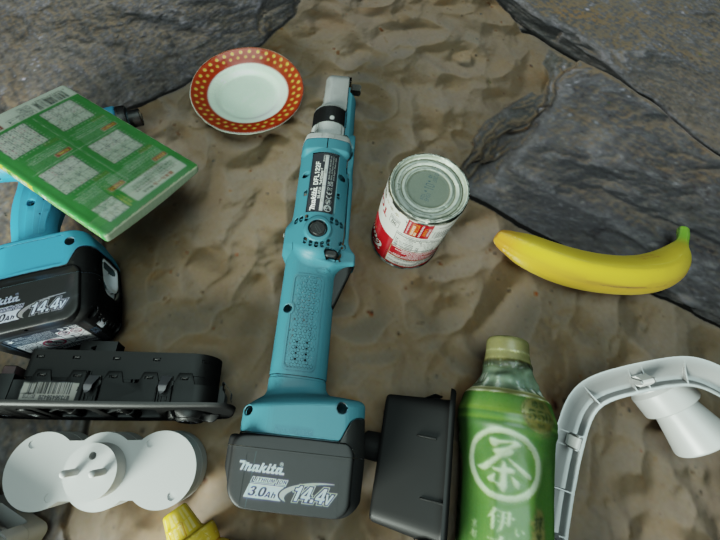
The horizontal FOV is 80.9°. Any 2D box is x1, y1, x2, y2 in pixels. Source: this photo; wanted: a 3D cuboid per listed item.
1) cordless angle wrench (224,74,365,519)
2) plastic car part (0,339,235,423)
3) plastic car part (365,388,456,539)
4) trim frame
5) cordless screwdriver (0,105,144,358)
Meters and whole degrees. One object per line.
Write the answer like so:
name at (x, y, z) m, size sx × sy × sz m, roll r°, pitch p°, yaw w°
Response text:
cordless angle wrench at (-0.038, -0.025, 0.393) m, size 0.098 × 0.073 × 0.432 m, roll 4°, pitch 64°, yaw -2°
plastic car part at (-0.197, 0.093, 0.340) m, size 0.203 × 0.064 × 0.069 m, roll 5°, pitch 53°, yaw 0°
plastic car part at (0.036, 0.150, 0.327) m, size 0.072 × 0.063 × 0.119 m, roll 2°, pitch 63°, yaw 12°
trim frame at (0.229, 0.186, 0.301) m, size 0.188 × 0.027 × 0.250 m, roll 15°, pitch 79°, yaw 12°
cordless screwdriver at (-0.270, -0.056, 0.398) m, size 0.157 × 0.072 × 0.258 m, roll -19°, pitch 65°, yaw -10°
